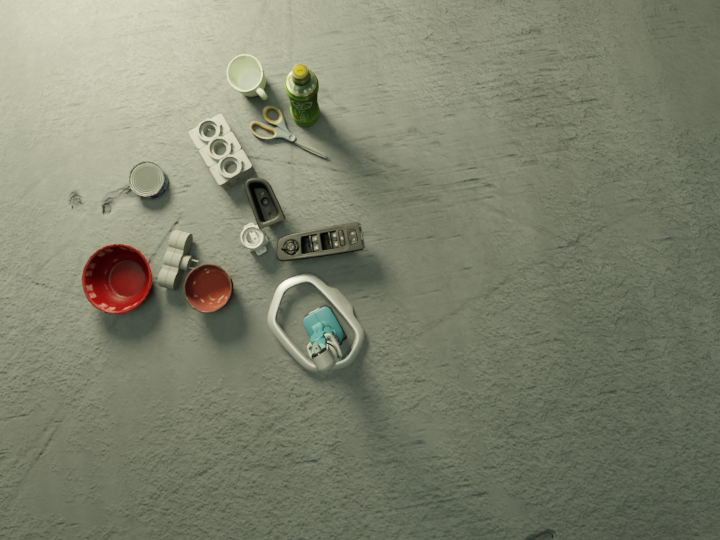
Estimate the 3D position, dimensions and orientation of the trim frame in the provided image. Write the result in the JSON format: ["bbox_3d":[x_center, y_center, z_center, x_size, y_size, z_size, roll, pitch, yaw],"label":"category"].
[{"bbox_3d":[-0.104,0.124,0.992,0.184,0.027,0.250,-42,86,-2],"label":"trim frame"}]

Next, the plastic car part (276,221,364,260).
[{"bbox_3d":[-0.096,-0.063,0.986,0.203,0.067,0.066,-9,88,0],"label":"plastic car part"}]

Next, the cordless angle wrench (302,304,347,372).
[{"bbox_3d":[-0.068,0.132,0.794,0.074,0.423,0.098,-29,91,-4],"label":"cordless angle wrench"}]

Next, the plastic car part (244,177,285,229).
[{"bbox_3d":[-0.225,-0.158,0.994,0.066,0.071,0.117,-22,87,-3],"label":"plastic car part"}]
